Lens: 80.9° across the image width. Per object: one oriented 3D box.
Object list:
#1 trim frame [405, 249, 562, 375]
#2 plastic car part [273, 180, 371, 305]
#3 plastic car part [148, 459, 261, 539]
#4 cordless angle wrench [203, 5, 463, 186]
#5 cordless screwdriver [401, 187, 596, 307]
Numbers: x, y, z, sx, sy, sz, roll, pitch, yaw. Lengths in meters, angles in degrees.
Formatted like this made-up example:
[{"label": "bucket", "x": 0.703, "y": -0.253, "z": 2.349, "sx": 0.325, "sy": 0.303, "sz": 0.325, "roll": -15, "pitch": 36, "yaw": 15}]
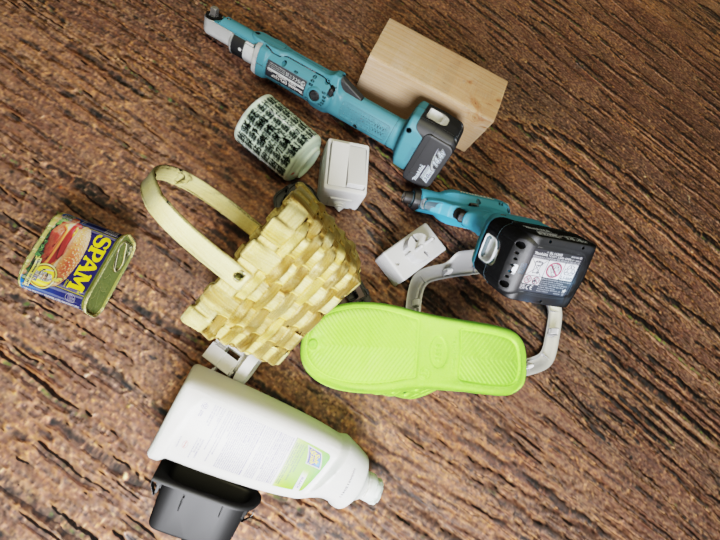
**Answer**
[{"label": "trim frame", "x": 0.180, "y": 0.060, "z": 0.598, "sx": 0.244, "sy": 0.027, "sz": 0.188, "roll": -5, "pitch": 72, "yaw": -12}, {"label": "plastic car part", "x": -0.055, "y": -0.036, "z": 0.564, "sx": 0.065, "sy": 0.066, "sz": 0.208, "roll": -27, "pitch": 76, "yaw": -13}, {"label": "plastic car part", "x": -0.171, "y": 0.252, "z": 0.444, "sx": 0.115, "sy": 0.067, "sz": 0.071, "roll": 28, "pitch": 83, "yaw": -7}, {"label": "cordless angle wrench", "x": -0.056, "y": -0.273, "z": 0.633, "sx": 0.427, "sy": 0.097, "sz": 0.074, "roll": 31, "pitch": 49, "yaw": 4}, {"label": "cordless screwdriver", "x": 0.151, "y": -0.052, "z": 0.534, "sx": 0.157, "sy": 0.256, "sz": 0.073, "roll": 10, "pitch": 112, "yaw": -11}]
